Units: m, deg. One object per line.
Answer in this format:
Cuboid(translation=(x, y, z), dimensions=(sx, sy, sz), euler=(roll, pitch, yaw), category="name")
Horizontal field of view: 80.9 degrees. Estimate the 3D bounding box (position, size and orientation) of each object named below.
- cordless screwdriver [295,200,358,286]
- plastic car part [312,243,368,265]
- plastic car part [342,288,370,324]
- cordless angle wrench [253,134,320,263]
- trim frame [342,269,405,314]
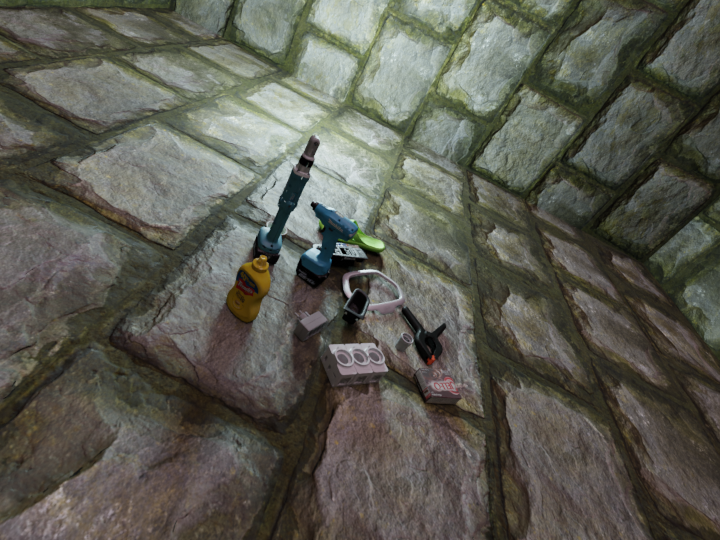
Cuboid(translation=(-0.126, -0.082, 1.288), dimensions=(0.163, 0.248, 0.073), euler=(38, 33, 11), category="cordless screwdriver")
Cuboid(translation=(-0.080, -0.051, 1.448), dimensions=(0.194, 0.067, 0.069), euler=(9, 38, -27), category="plastic car part")
Cuboid(translation=(-0.018, 0.116, 1.259), dimensions=(0.066, 0.071, 0.116), euler=(31, 32, 0), category="plastic car part")
Cuboid(translation=(-0.211, -0.200, 1.227), dimensions=(0.071, 0.422, 0.102), euler=(15, 36, -25), category="cordless angle wrench")
Cuboid(translation=(0.043, 0.068, 1.411), dimensions=(0.237, 0.027, 0.193), euler=(-5, 45, -41), category="trim frame")
